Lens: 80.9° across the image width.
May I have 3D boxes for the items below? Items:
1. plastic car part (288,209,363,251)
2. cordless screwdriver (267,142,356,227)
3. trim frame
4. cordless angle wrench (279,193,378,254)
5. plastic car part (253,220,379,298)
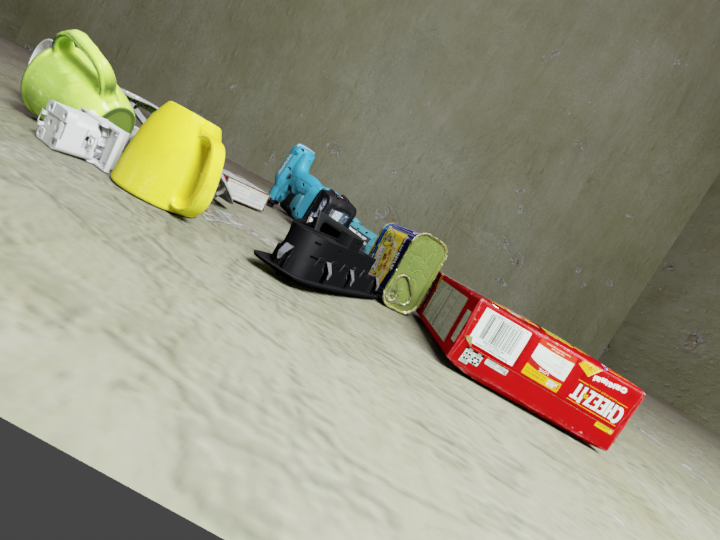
[{"bbox_3d":[-0.055,-0.036,0.561,0.075,0.066,0.110,16,-5,31],"label":"plastic car part"},{"bbox_3d":[-0.120,-0.145,0.880,0.070,0.159,0.262,20,26,-42],"label":"cordless screwdriver"},{"bbox_3d":[-0.258,-0.172,0.580,0.263,0.027,0.175,36,-18,36],"label":"trim frame"},{"bbox_3d":[-0.028,-0.085,0.901,0.070,0.098,0.448,27,9,-49],"label":"cordless angle wrench"},{"bbox_3d":[-0.029,-0.009,0.439,0.069,0.067,0.194,39,13,22],"label":"plastic car part"}]
